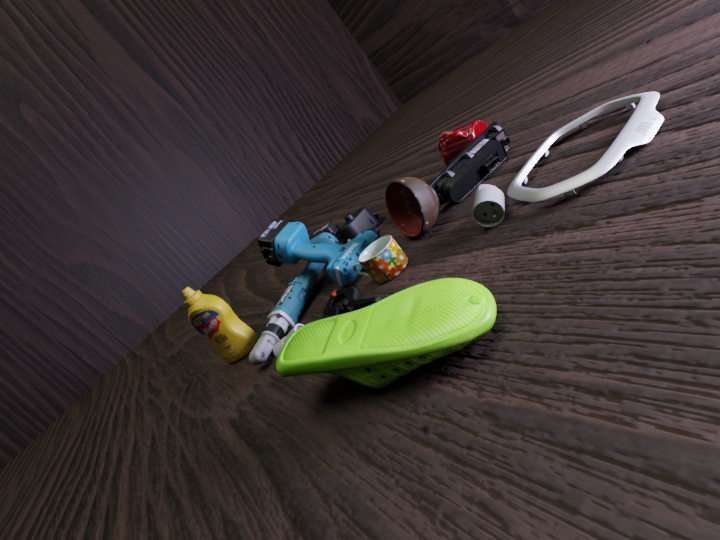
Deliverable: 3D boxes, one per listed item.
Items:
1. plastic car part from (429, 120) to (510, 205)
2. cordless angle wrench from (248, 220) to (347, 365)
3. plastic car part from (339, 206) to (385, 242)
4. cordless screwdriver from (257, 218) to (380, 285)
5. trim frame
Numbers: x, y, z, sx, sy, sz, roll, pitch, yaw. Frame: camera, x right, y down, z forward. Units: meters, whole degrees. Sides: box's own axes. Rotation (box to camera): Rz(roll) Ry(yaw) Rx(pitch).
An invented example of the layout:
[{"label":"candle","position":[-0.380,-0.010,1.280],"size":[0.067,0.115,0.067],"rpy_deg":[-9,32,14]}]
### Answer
[{"label":"plastic car part","position":[0.216,-0.193,0.804],"size":[0.202,0.063,0.071],"rpy_deg":[-40,41,-5]},{"label":"cordless angle wrench","position":[-0.132,0.040,0.925],"size":[0.100,0.072,0.425],"rpy_deg":[-29,23,35]},{"label":"plastic car part","position":[-0.007,-0.112,1.029],"size":[0.115,0.069,0.068],"rpy_deg":[-46,15,-31]},{"label":"cordless screwdriver","position":[-0.089,-0.059,0.915],"size":[0.261,0.071,0.158],"rpy_deg":[14,48,31]},{"label":"trim frame","position":[0.314,-0.173,0.601],"size":[0.246,0.027,0.190],"rpy_deg":[-46,18,-24]}]
